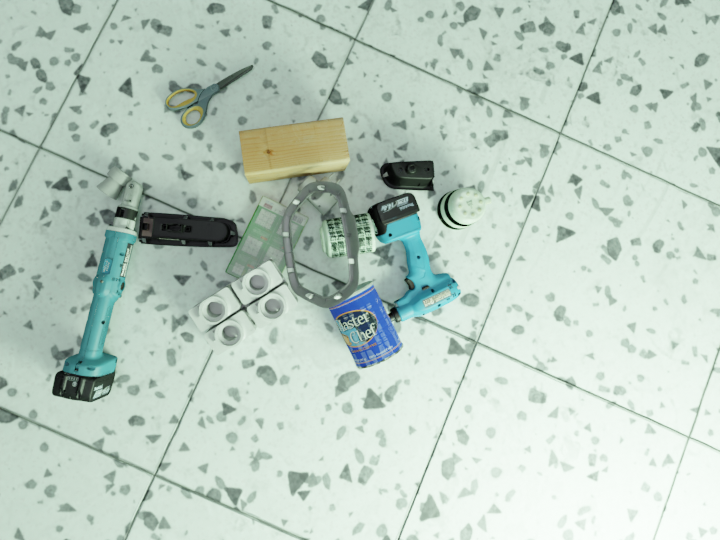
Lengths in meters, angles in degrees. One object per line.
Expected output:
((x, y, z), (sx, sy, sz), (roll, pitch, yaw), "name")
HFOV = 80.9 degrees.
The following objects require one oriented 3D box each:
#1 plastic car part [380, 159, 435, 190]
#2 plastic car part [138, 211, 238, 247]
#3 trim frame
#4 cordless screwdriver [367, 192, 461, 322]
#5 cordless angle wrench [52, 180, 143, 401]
((0.106, -0.205, 0.881), (0.115, 0.071, 0.066), (-1, 86, -8), "plastic car part")
((-0.349, -0.084, 0.854), (0.201, 0.067, 0.067), (4, 80, -6), "plastic car part")
((-0.079, -0.052, 0.813), (0.191, 0.026, 0.252), (-14, 77, 32), "trim frame")
((0.085, -0.024, 0.866), (0.158, 0.075, 0.248), (-25, 92, -5), "cordless screwdriver")
((-0.489, 0.028, 0.824), (0.074, 0.097, 0.425), (10, 82, -3), "cordless angle wrench")
